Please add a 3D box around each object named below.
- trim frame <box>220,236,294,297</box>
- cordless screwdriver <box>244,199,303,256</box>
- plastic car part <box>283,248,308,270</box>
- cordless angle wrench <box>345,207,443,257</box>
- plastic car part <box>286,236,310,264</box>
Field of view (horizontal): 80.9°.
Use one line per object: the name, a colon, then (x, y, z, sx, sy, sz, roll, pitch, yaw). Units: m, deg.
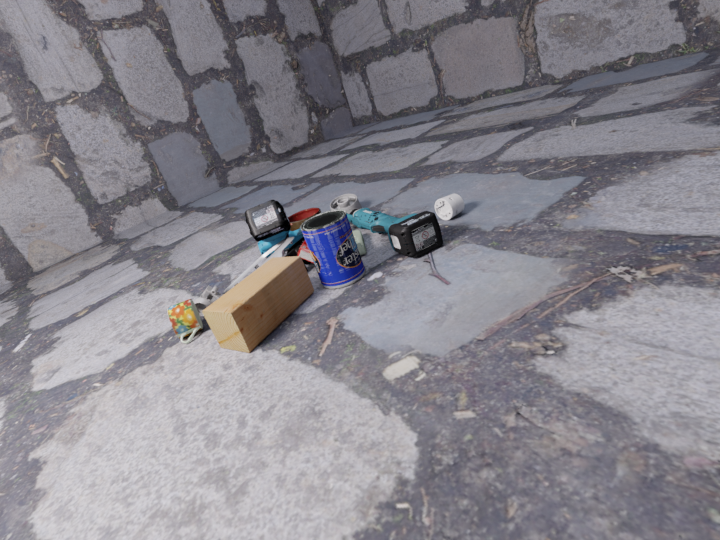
trim frame: (-0.251, -0.002, 1.028, 0.246, 0.027, 0.190, -48, 16, -33)
cordless screwdriver: (-0.210, -0.109, 1.123, 0.158, 0.076, 0.245, -21, -12, -6)
plastic car part: (-0.192, 0.012, 0.997, 0.073, 0.064, 0.115, -18, 21, 48)
cordless angle wrench: (0.047, -0.121, 1.074, 0.096, 0.072, 0.442, -26, 22, -16)
plastic car part: (-0.108, -0.071, 1.104, 0.070, 0.064, 0.199, 29, 48, 30)
